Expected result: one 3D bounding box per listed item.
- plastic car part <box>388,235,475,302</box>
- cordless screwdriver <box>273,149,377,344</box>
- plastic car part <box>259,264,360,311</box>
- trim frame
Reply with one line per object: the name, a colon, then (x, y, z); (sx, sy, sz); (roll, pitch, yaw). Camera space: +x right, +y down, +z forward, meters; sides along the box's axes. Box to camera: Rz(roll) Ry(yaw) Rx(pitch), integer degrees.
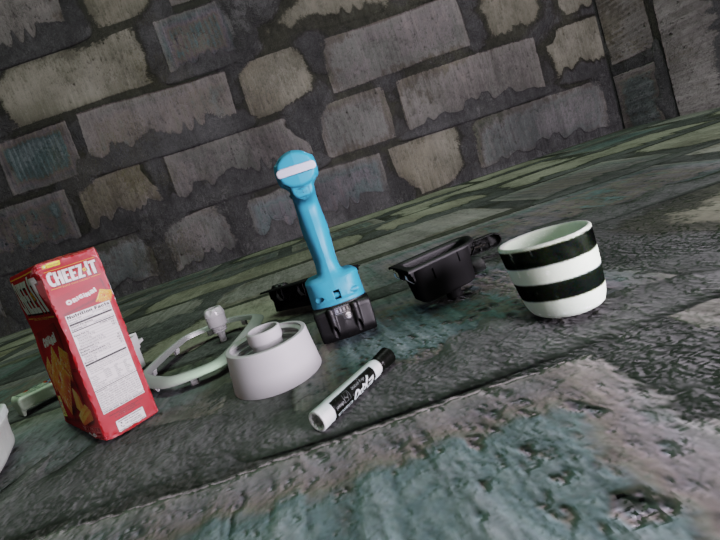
plastic car part: (0.109, 0.005, 0.564); (0.115, 0.070, 0.068); (-20, 9, -12)
cordless screwdriver: (-0.057, -0.037, 0.579); (0.074, 0.246, 0.162); (-19, 8, -5)
plastic car part: (-0.090, 0.036, 0.741); (0.211, 0.066, 0.064); (-10, 12, 37)
trim frame: (-0.242, 0.123, 0.668); (0.186, 0.027, 0.249); (-17, 11, 8)
